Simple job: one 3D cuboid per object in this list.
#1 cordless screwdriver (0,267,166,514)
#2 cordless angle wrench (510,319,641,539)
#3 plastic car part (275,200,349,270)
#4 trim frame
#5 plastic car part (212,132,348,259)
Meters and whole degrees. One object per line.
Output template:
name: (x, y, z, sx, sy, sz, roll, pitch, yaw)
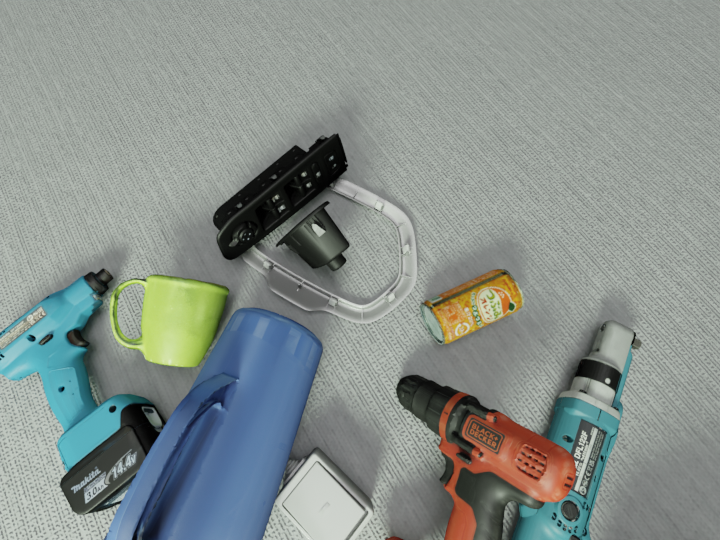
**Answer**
cordless screwdriver: (-0.300, 0.122, 0.479, 0.158, 0.072, 0.258, -43, 70, -13)
cordless angle wrench: (0.194, 0.234, 0.417, 0.100, 0.073, 0.423, 27, 71, 9)
plastic car part: (-0.047, -0.031, 0.485, 0.065, 0.119, 0.070, -42, 101, -13)
trim frame: (-0.044, -0.038, 0.548, 0.254, 0.027, 0.184, 29, 75, 11)
plastic car part: (-0.109, -0.100, 0.532, 0.070, 0.064, 0.202, 38, 76, 22)
